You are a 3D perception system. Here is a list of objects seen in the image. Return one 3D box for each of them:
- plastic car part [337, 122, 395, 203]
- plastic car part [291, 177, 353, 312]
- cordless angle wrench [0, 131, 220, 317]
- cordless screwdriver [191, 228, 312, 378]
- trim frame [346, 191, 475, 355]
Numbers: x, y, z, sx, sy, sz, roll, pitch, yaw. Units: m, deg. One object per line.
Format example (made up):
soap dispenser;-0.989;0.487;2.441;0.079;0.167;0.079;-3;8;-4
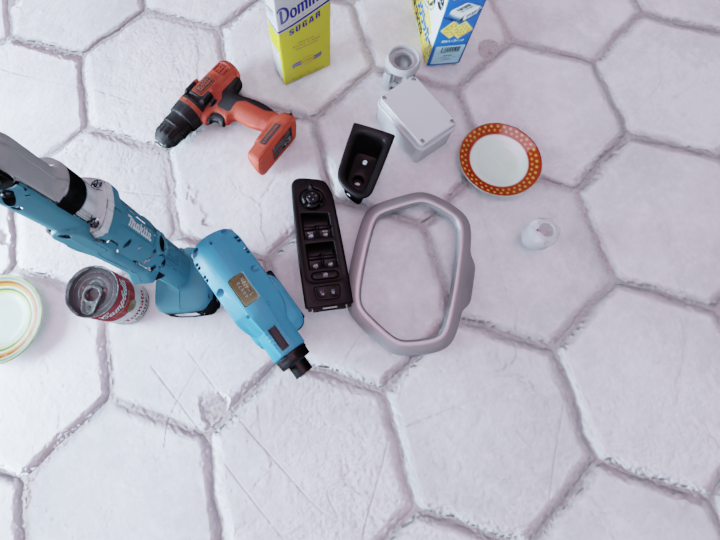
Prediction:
plastic car part;0.001;-0.153;0.647;0.066;0.070;0.117;18;75;3
plastic car part;-0.060;-0.039;0.617;0.066;0.066;0.207;-9;74;-4
cordless angle wrench;-0.229;-0.023;0.433;0.074;0.417;0.100;-4;77;-6
cordless screwdriver;-0.108;0.054;0.498;0.074;0.245;0.163;-36;81;-11
trim frame;0.077;0.000;0.624;0.185;0.027;0.251;11;74;4
